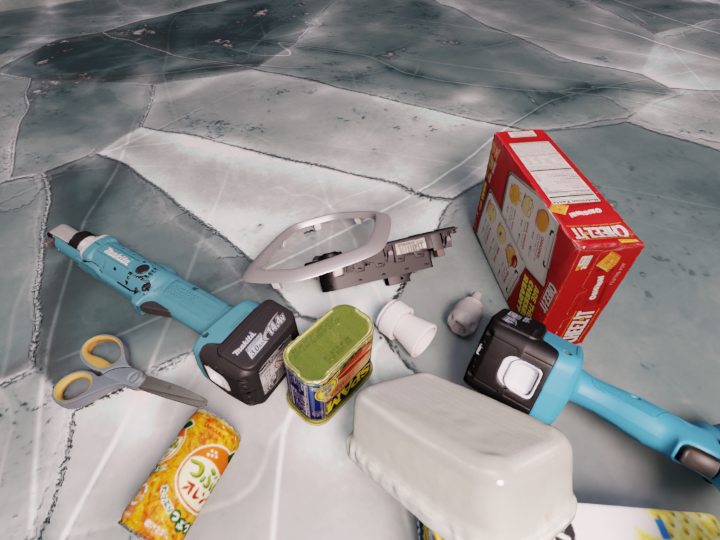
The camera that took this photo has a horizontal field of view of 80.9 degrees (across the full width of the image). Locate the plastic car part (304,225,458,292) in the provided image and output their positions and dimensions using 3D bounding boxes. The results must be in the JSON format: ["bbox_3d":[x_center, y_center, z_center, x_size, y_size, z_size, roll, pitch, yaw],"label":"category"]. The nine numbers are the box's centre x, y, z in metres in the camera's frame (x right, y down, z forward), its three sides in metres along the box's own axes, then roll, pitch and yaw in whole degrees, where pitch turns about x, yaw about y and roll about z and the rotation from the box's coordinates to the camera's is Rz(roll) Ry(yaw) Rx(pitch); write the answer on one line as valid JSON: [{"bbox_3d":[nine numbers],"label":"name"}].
[{"bbox_3d":[0.025,-0.012,0.555,0.200,0.066,0.068,-10,7,-11],"label":"plastic car part"}]

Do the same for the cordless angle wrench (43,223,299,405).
[{"bbox_3d":[-0.268,0.019,0.536,0.443,0.072,0.097,23,50,26],"label":"cordless angle wrench"}]

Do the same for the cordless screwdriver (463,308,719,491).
[{"bbox_3d":[0.220,0.126,0.358,0.260,0.074,0.153,26,14,23],"label":"cordless screwdriver"}]

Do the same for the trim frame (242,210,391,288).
[{"bbox_3d":[-0.053,-0.034,0.538,0.188,0.027,0.251,-9,23,12],"label":"trim frame"}]
